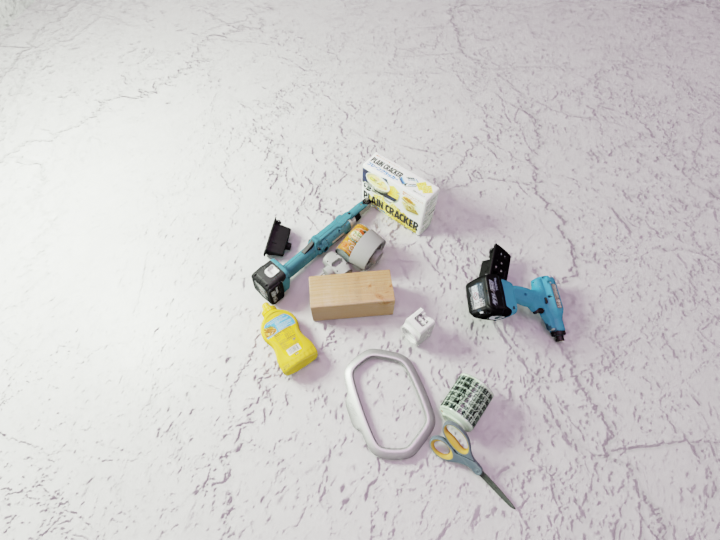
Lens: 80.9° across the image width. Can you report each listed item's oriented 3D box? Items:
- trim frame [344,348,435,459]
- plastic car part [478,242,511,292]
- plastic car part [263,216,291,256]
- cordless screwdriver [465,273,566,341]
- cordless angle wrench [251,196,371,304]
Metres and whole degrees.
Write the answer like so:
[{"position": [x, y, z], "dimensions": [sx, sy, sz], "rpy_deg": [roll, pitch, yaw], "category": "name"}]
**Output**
[{"position": [0.060, 0.296, 0.964], "dimensions": [0.182, 0.027, 0.259], "rpy_deg": [-18, 60, -7], "category": "trim frame"}, {"position": [0.329, 0.031, 1.078], "dimensions": [0.069, 0.063, 0.205], "rpy_deg": [-17, 45, 44], "category": "plastic car part"}, {"position": [-0.231, -0.083, 1.208], "dimensions": [0.070, 0.065, 0.119], "rpy_deg": [12, 62, -7], "category": "plastic car part"}, {"position": [0.377, 0.088, 0.998], "dimensions": [0.240, 0.075, 0.163], "rpy_deg": [3, 67, -22], "category": "cordless screwdriver"}, {"position": [-0.115, -0.075, 1.178], "dimensions": [0.077, 0.095, 0.418], "rpy_deg": [38, 64, 21], "category": "cordless angle wrench"}]
